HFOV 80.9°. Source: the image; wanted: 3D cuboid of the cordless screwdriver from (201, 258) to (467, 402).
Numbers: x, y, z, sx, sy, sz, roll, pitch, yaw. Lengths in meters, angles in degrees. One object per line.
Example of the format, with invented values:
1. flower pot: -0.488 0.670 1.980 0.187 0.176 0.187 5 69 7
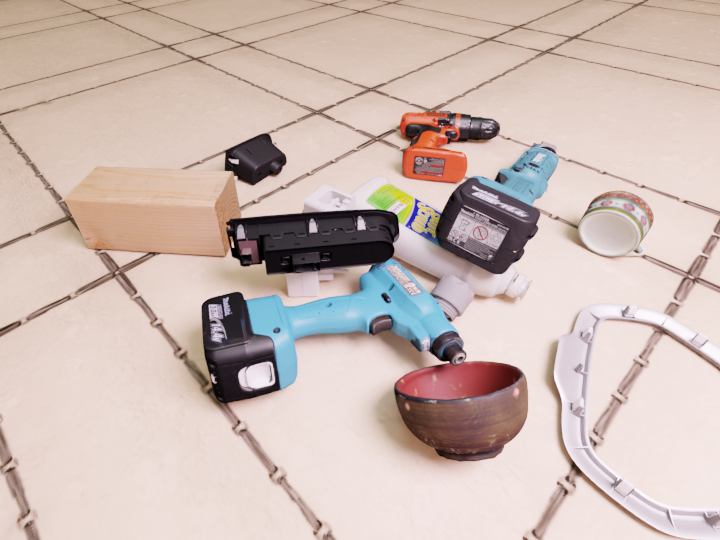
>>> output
1. cordless screwdriver: -0.031 0.067 0.434 0.243 0.072 0.168 -15 34 -17

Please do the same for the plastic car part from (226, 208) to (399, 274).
1. plastic car part: -0.047 -0.031 0.482 0.200 0.064 0.070 -8 41 -8

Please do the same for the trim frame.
1. trim frame: 0.287 0.123 0.408 0.192 0.026 0.247 18 49 22

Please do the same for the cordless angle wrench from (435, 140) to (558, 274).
1. cordless angle wrench: 0.233 -0.128 0.608 0.102 0.073 0.414 29 39 18

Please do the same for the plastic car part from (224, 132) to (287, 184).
1. plastic car part: -0.173 -0.191 0.740 0.073 0.065 0.114 39 51 15
